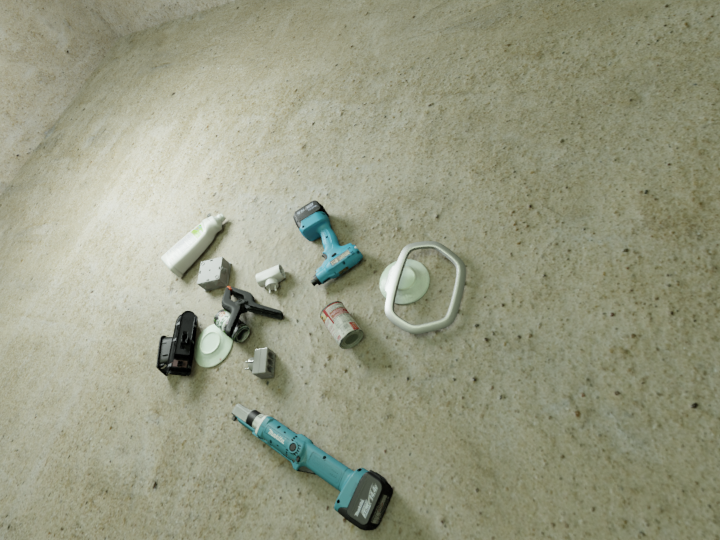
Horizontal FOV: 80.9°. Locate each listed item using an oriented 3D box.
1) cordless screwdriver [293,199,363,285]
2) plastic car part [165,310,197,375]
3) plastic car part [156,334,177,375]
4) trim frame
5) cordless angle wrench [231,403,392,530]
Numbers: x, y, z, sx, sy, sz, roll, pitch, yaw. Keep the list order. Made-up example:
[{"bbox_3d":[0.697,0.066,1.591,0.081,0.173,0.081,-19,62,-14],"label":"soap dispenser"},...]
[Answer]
[{"bbox_3d":[-0.119,-0.078,1.217,0.159,0.070,0.262,-36,56,0],"label":"cordless screwdriver"},{"bbox_3d":[-0.507,0.195,1.210,0.065,0.066,0.211,4,42,-16],"label":"plastic car part"},{"bbox_3d":[-0.545,0.235,1.230,0.071,0.063,0.121,-11,52,-1],"label":"plastic car part"},{"bbox_3d":[0.153,0.037,1.026,0.190,0.026,0.251,11,68,18],"label":"trim frame"},{"bbox_3d":[-0.136,0.396,0.928,0.446,0.070,0.098,17,68,35],"label":"cordless angle wrench"}]
